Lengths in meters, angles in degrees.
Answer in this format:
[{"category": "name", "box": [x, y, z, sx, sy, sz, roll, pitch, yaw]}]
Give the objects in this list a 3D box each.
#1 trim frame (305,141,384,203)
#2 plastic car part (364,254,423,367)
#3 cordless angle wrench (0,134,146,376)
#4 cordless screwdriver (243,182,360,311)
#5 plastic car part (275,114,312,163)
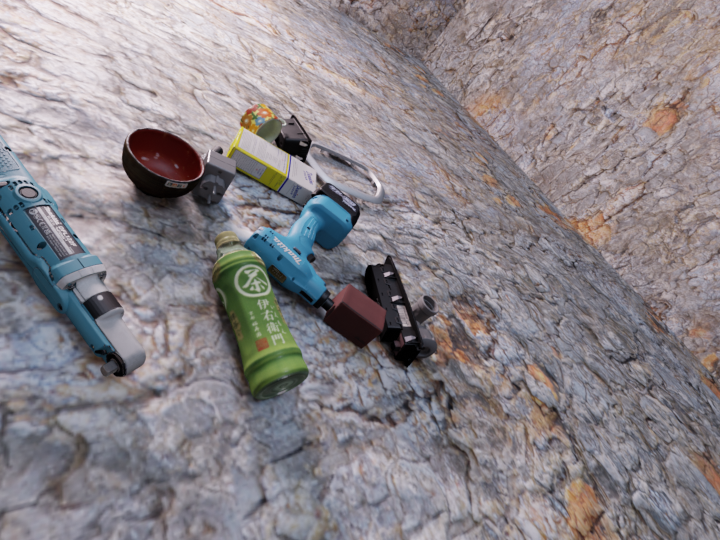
[{"category": "trim frame", "box": [-0.038, -0.236, 1.016, 0.236, 0.028, 0.192, 14, 42, -32]}, {"category": "plastic car part", "box": [0.045, 0.059, 0.718, 0.066, 0.065, 0.210, 2, 45, -11]}, {"category": "cordless angle wrench", "box": [-0.357, -0.065, 0.444, 0.430, 0.075, 0.095, 49, 33, 9]}, {"category": "cordless screwdriver", "box": [-0.070, -0.045, 0.711, 0.159, 0.075, 0.247, 40, 36, -2]}, {"category": "plastic car part", "box": [-0.164, -0.296, 0.934, 0.068, 0.065, 0.122, -8, 52, -33]}]
